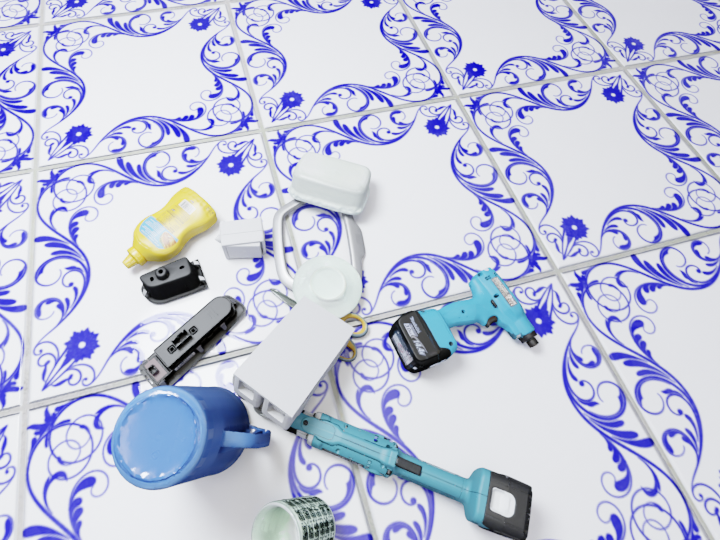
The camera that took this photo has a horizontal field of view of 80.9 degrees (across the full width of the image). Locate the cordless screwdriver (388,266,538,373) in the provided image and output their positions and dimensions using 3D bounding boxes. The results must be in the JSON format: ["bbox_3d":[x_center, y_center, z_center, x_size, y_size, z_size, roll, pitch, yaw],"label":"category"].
[{"bbox_3d":[0.187,0.107,0.752,0.244,0.073,0.165,-24,67,-19],"label":"cordless screwdriver"}]

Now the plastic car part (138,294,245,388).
[{"bbox_3d":[-0.292,0.112,0.735,0.069,0.065,0.201,37,64,20],"label":"plastic car part"}]

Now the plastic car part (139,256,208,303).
[{"bbox_3d":[-0.349,0.014,0.775,0.114,0.069,0.068,-21,67,-17],"label":"plastic car part"}]

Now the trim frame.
[{"bbox_3d":[-0.083,-0.054,0.847,0.183,0.027,0.257,-7,62,-6],"label":"trim frame"}]

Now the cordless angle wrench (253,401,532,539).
[{"bbox_3d":[0.030,0.284,0.650,0.432,0.095,0.075,18,64,11],"label":"cordless angle wrench"}]
